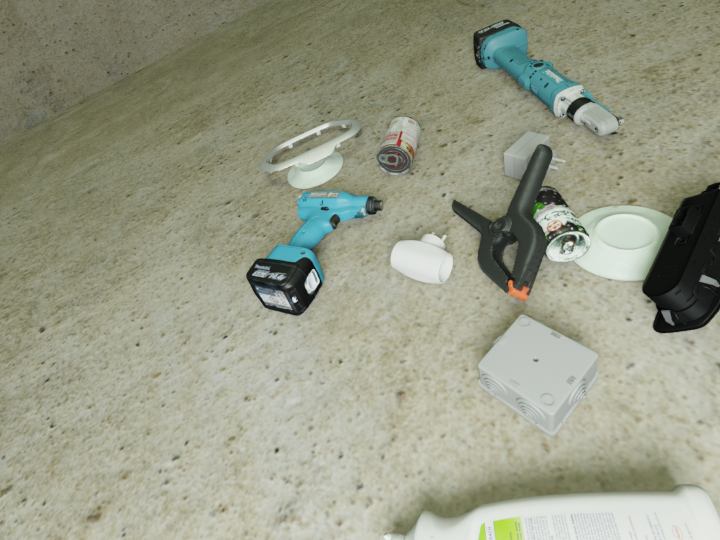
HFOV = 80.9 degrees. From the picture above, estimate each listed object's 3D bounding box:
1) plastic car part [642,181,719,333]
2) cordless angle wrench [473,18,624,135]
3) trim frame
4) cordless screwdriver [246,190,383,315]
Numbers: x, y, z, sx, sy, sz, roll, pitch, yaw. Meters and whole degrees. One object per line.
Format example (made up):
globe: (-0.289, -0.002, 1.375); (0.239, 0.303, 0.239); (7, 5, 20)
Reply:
plastic car part: (0.366, -0.025, 0.457); (0.203, 0.065, 0.068); (-58, 15, -16)
cordless angle wrench: (0.343, -0.371, 0.811); (0.099, 0.071, 0.441); (-21, 46, 5)
trim frame: (-0.113, -0.280, 0.946); (0.248, 0.026, 0.193); (-25, 33, -3)
cordless screwdriver: (-0.068, -0.044, 0.696); (0.166, 0.071, 0.250); (3, 47, 27)
